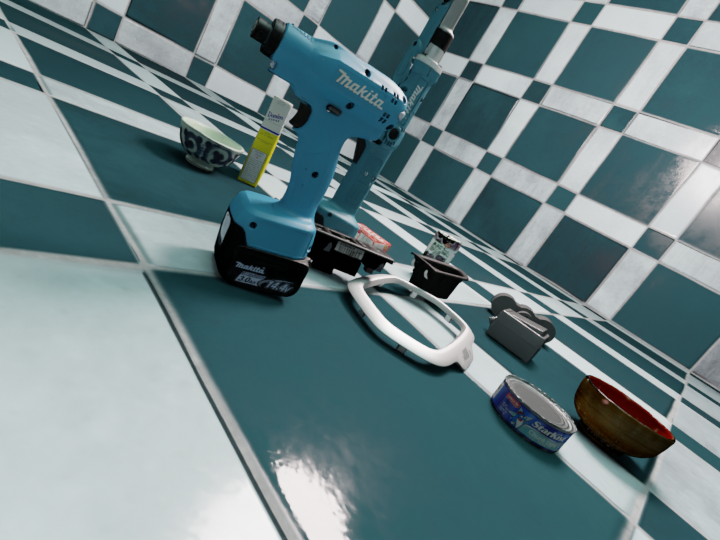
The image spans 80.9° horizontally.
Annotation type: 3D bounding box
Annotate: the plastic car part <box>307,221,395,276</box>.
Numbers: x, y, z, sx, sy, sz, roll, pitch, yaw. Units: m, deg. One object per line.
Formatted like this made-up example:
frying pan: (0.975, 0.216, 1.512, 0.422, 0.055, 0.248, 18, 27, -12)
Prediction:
plastic car part: (-0.058, -0.038, 0.593, 0.197, 0.067, 0.068, 26, 16, -16)

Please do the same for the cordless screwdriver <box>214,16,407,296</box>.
cordless screwdriver: (-0.078, -0.103, 0.422, 0.152, 0.248, 0.078, 23, 17, -28)

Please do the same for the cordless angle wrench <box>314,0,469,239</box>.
cordless angle wrench: (0.035, -0.210, 0.635, 0.093, 0.422, 0.078, 21, 18, -33)

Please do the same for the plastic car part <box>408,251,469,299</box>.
plastic car part: (0.132, 0.021, 0.741, 0.110, 0.071, 0.070, 18, 20, -37)

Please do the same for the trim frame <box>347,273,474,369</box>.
trim frame: (0.077, 0.064, 0.589, 0.192, 0.027, 0.239, 36, 17, 21)
